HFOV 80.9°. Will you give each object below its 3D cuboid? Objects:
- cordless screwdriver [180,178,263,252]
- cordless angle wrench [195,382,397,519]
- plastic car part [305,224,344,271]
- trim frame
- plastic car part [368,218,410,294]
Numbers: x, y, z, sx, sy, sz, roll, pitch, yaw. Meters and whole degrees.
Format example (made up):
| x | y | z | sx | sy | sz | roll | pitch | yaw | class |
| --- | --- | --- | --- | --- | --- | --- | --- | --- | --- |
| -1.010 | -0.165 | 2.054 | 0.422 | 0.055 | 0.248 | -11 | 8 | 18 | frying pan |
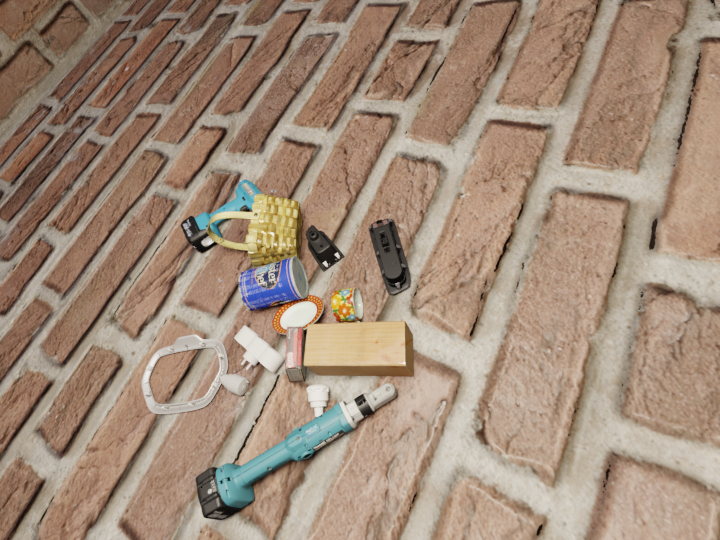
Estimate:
| x | y | z | sx | sy | sz | roll | pitch | yaw | class |
| --- | --- | --- | --- | --- | --- | --- | --- | --- | --- |
| -0.382 | -0.148 | 1.218 | 0.248 | 0.071 | 0.168 | -38 | 55 | -7 | cordless screwdriver |
| -0.114 | 0.336 | 0.821 | 0.422 | 0.093 | 0.078 | -31 | 53 | -1 | cordless angle wrench |
| -0.103 | -0.068 | 1.058 | 0.066 | 0.067 | 0.122 | -36 | 58 | -3 | plastic car part |
| -0.435 | 0.251 | 1.036 | 0.254 | 0.026 | 0.190 | -13 | 57 | 17 | trim frame |
| 0.067 | -0.044 | 0.983 | 0.067 | 0.064 | 0.210 | -15 | 59 | 4 | plastic car part |
